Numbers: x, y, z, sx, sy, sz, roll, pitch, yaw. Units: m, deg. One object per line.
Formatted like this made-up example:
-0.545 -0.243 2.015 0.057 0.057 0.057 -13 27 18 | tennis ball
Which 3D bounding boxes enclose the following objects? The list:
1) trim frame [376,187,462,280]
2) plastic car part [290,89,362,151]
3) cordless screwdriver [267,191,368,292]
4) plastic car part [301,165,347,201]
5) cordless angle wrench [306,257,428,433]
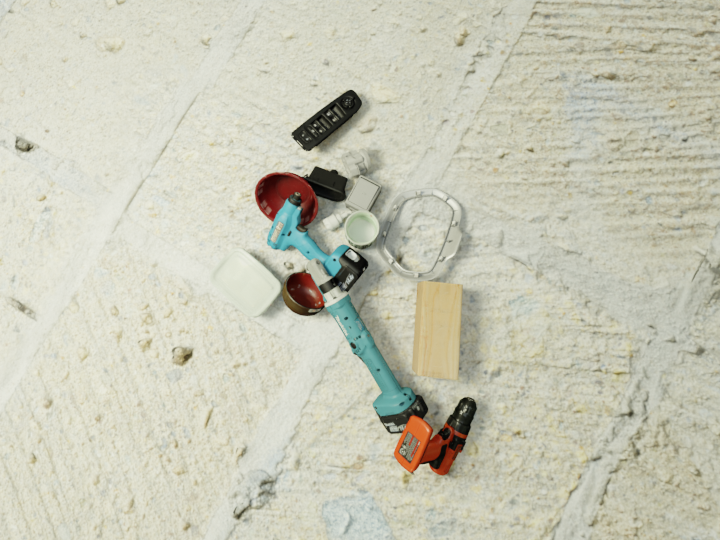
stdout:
0.144 -0.093 1.012 0.189 0.027 0.249 21 72 12 | trim frame
-0.078 -0.374 1.071 0.202 0.065 0.068 -43 76 -6 | plastic car part
-0.097 -0.064 0.996 0.253 0.073 0.158 35 123 9 | cordless screwdriver
-0.084 -0.223 1.060 0.117 0.065 0.071 18 71 3 | plastic car part
-0.001 0.157 0.948 0.100 0.072 0.425 -34 86 45 | cordless angle wrench
